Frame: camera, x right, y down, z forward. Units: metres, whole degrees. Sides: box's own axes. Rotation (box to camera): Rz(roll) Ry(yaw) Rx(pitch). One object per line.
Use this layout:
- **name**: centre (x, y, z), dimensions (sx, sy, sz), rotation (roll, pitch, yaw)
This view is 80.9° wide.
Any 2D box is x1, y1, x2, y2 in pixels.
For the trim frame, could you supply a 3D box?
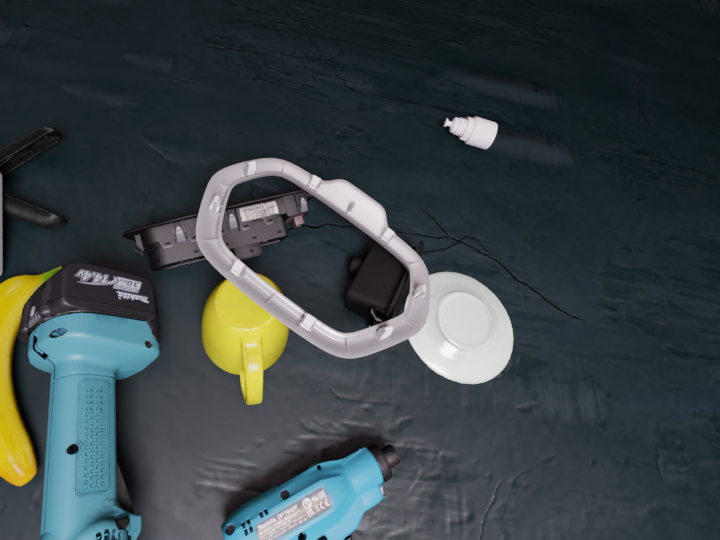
- **trim frame**: centre (-0.040, -0.026, 0.405), dimensions (0.252, 0.027, 0.182), rotation (35, 47, 7)

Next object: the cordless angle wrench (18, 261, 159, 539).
- **cordless angle wrench**: centre (-0.179, 0.195, 0.277), dimensions (0.075, 0.092, 0.440), rotation (-34, 58, 22)

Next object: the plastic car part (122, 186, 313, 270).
- **plastic car part**: centre (-0.148, -0.041, 0.466), dimensions (0.198, 0.068, 0.067), rotation (-12, 93, -19)

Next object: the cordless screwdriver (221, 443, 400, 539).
- **cordless screwdriver**: centre (0.013, 0.274, 0.317), dimensions (0.155, 0.073, 0.258), rotation (-21, 65, -21)

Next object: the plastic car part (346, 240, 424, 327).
- **plastic car part**: centre (0.020, 0.011, 0.471), dimensions (0.073, 0.064, 0.117), rotation (17, 56, 12)
